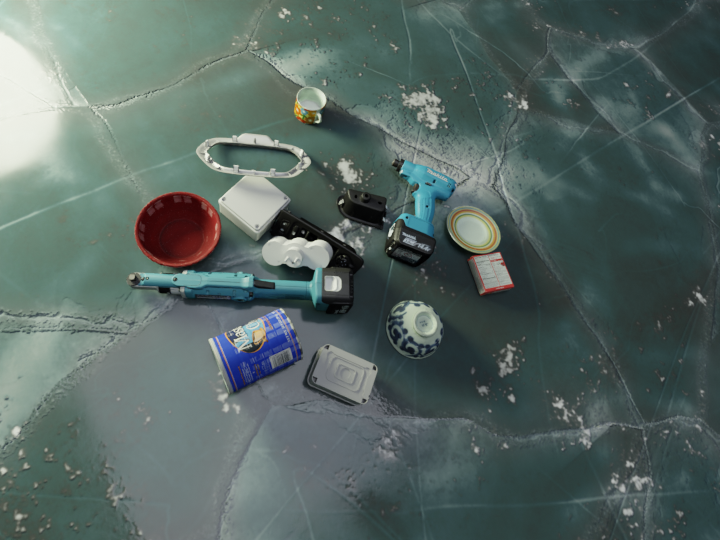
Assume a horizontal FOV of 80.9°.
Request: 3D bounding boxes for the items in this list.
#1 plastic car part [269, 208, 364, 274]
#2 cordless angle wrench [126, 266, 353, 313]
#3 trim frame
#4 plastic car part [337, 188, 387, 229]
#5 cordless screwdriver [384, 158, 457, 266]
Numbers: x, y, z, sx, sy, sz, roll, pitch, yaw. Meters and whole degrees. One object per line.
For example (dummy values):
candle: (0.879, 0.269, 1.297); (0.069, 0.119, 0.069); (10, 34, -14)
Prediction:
plastic car part: (-0.087, -0.057, 0.890); (0.205, 0.066, 0.066); (32, 109, 5)
cordless angle wrench: (-0.228, 0.031, 0.815); (0.419, 0.097, 0.076); (3, 69, -6)
trim frame: (-0.231, -0.254, 0.926); (0.245, 0.027, 0.191); (1, 38, -10)
plastic car part: (0.010, -0.147, 0.941); (0.115, 0.071, 0.067); (16, 64, -9)
cordless screwdriver: (0.116, -0.143, 0.960); (0.159, 0.074, 0.250); (24, 62, -3)
